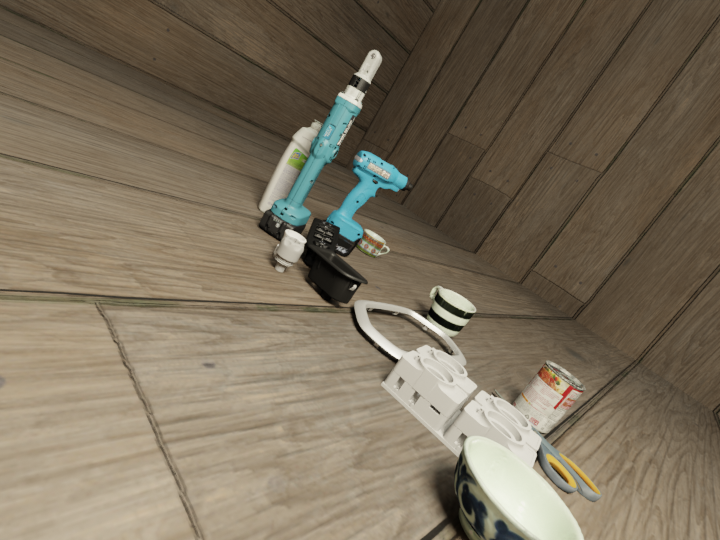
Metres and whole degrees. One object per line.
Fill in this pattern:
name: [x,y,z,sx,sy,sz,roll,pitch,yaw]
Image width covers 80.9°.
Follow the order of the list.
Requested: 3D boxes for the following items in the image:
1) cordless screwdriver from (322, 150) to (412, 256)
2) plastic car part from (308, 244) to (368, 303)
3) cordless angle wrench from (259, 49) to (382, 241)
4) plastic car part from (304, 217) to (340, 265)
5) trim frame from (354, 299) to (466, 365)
cordless screwdriver: [0.007,-0.152,1.037,0.153,0.248,0.077,25,16,-21]
plastic car part: [-0.050,0.014,0.739,0.062,0.071,0.123,14,22,-47]
cordless angle wrench: [-0.074,-0.252,0.875,0.076,0.422,0.096,34,15,7]
plastic car part: [-0.089,-0.058,0.907,0.065,0.067,0.206,28,15,-10]
trim frame: [0.088,0.116,0.751,0.235,0.027,0.195,15,21,-43]
